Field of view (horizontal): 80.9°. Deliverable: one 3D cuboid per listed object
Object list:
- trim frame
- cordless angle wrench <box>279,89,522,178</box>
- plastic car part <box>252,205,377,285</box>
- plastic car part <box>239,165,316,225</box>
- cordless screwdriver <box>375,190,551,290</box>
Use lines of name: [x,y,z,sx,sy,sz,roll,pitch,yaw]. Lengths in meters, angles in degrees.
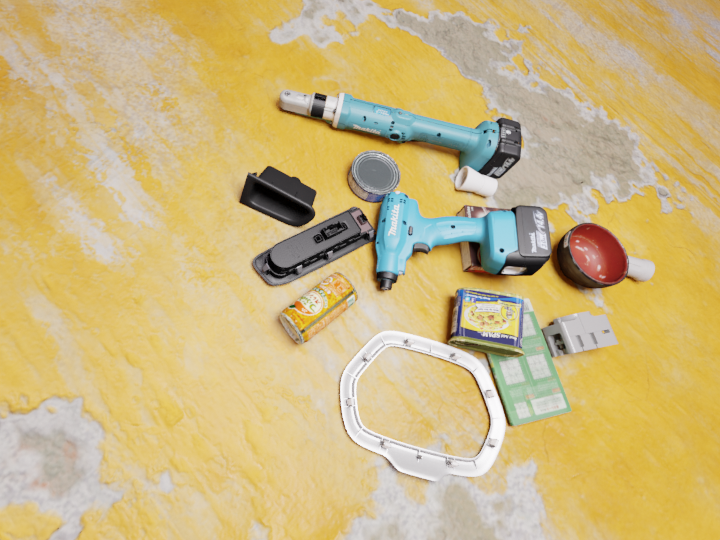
trim frame: [0.091,0.187,0.593,0.245,0.027,0.186,18,65,-7]
cordless angle wrench: [0.065,-0.256,0.745,0.420,0.097,0.075,13,70,-4]
plastic car part: [-0.063,-0.041,0.640,0.199,0.067,0.067,-29,86,-19]
plastic car part: [-0.120,-0.123,0.665,0.115,0.066,0.072,23,50,-7]
cordless screwdriver: [0.147,-0.033,0.647,0.253,0.072,0.161,7,69,10]
